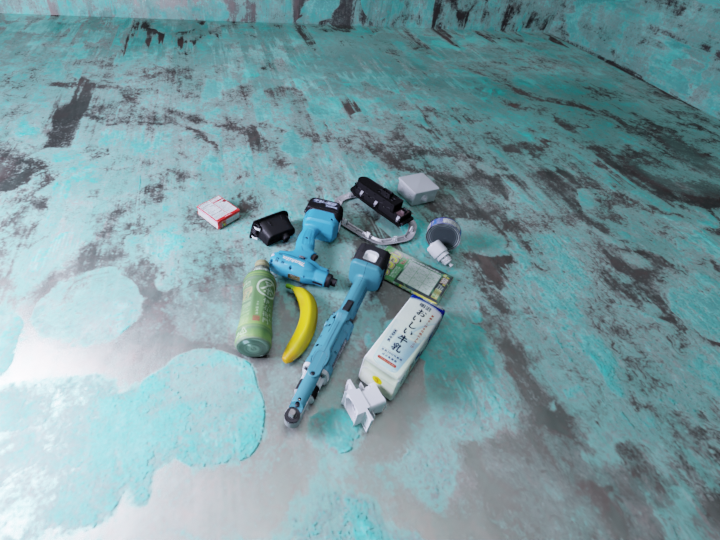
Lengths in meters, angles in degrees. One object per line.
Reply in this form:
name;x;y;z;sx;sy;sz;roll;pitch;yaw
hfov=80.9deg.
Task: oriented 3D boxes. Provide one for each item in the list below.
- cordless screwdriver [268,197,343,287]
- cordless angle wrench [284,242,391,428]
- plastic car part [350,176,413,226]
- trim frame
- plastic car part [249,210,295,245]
cordless screwdriver;-0.100;-0.065;1.020;0.162;0.072;0.250;17;48;9
cordless angle wrench;-0.043;0.114;0.833;0.076;0.095;0.424;20;49;10
plastic car part;0.053;-0.198;1.158;0.065;0.065;0.214;-34;54;-29
trim frame;0.035;-0.149;1.157;0.260;0.027;0.180;31;47;26
plastic car part;-0.209;-0.100;1.056;0.113;0.066;0.073;-25;68;-34
